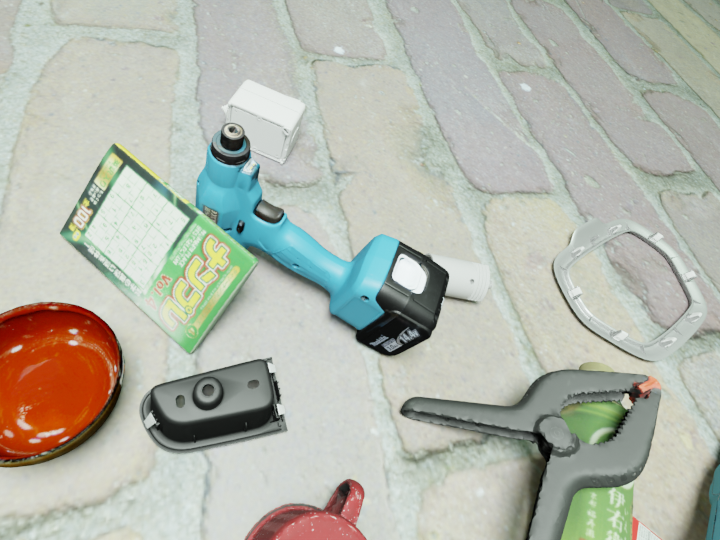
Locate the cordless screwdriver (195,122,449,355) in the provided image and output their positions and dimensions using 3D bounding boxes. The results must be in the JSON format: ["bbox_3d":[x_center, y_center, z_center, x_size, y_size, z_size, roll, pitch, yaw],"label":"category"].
[{"bbox_3d":[-0.038,-0.025,0.388,0.249,0.158,0.075,29,55,-1],"label":"cordless screwdriver"}]

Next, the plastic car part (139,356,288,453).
[{"bbox_3d":[-0.115,0.103,0.338,0.113,0.071,0.068,-6,61,-24],"label":"plastic car part"}]

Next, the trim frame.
[{"bbox_3d":[0.360,0.012,0.559,0.242,0.027,0.191,-24,67,-26],"label":"trim frame"}]

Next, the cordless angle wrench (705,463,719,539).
[{"bbox_3d":[0.301,0.245,0.331,0.409,0.074,0.102,-24,61,-43],"label":"cordless angle wrench"}]
